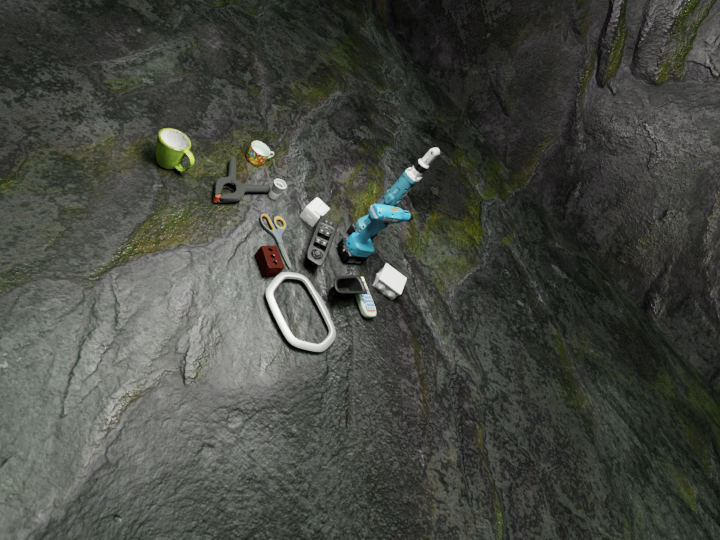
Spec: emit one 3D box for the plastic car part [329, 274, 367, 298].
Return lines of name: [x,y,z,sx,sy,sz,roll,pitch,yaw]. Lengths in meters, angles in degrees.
plastic car part: [-0.050,0.057,1.257,0.111,0.071,0.068,-1,56,-38]

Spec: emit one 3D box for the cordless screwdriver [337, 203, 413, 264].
cordless screwdriver: [0.046,-0.116,1.346,0.152,0.251,0.077,3,55,-37]

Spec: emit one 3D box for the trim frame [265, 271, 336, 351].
trim frame: [-0.162,0.110,1.161,0.177,0.028,0.257,-14,62,-43]

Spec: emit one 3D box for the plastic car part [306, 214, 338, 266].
plastic car part: [-0.130,-0.085,1.330,0.065,0.067,0.206,29,42,-15]

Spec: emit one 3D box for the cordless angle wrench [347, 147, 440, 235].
cordless angle wrench: [0.107,-0.237,1.366,0.095,0.426,0.076,-26,76,-48]
